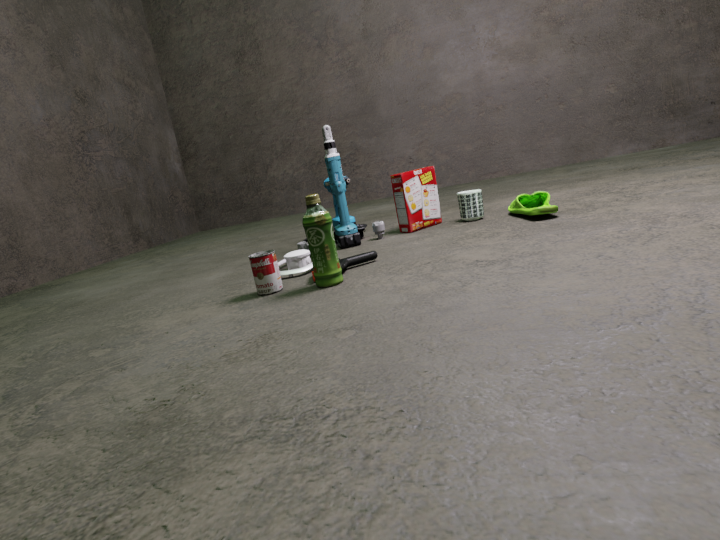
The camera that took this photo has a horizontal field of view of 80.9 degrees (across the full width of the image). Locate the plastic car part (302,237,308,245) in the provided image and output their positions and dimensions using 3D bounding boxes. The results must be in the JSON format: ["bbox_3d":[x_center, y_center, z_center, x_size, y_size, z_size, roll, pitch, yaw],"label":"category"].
[{"bbox_3d":[-0.143,-0.093,1.459,0.068,0.070,0.115,-8,13,18],"label":"plastic car part"}]

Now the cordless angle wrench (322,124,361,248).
[{"bbox_3d":[-0.079,-0.289,1.463,0.073,0.417,0.100,-13,9,-9],"label":"cordless angle wrench"}]

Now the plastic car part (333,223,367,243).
[{"bbox_3d":[-0.073,-0.138,1.590,0.205,0.066,0.066,-10,11,8],"label":"plastic car part"}]

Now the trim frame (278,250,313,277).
[{"bbox_3d":[-0.181,-0.022,1.293,0.191,0.027,0.243,-5,15,26],"label":"trim frame"}]

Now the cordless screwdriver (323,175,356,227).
[{"bbox_3d":[-0.068,-0.246,1.645,0.072,0.245,0.166,-16,11,-29],"label":"cordless screwdriver"}]
